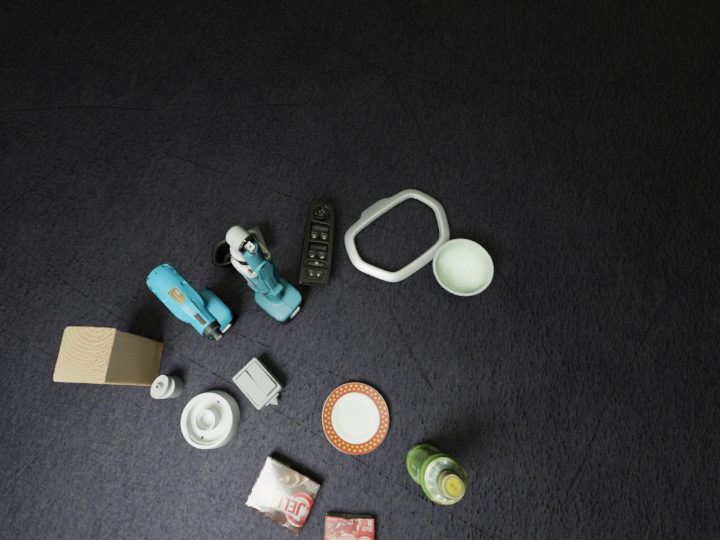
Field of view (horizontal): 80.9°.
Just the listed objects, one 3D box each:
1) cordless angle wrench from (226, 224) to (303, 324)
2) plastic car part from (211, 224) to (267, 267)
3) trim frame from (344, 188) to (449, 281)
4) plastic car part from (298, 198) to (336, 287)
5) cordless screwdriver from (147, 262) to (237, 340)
[{"bbox_3d":[-0.164,0.011,0.719,0.100,0.415,0.074,39,76,8],"label":"cordless angle wrench"},{"bbox_3d":[-0.263,-0.041,0.923,0.116,0.069,0.068,-22,74,-6],"label":"plastic car part"},{"bbox_3d":[0.083,-0.082,0.944,0.247,0.027,0.190,-37,74,-10],"label":"trim frame"},{"bbox_3d":[-0.090,-0.059,0.924,0.067,0.066,0.206,4,72,1],"label":"plastic car part"},{"bbox_3d":[-0.290,0.082,0.790,0.163,0.244,0.074,42,76,11],"label":"cordless screwdriver"}]
